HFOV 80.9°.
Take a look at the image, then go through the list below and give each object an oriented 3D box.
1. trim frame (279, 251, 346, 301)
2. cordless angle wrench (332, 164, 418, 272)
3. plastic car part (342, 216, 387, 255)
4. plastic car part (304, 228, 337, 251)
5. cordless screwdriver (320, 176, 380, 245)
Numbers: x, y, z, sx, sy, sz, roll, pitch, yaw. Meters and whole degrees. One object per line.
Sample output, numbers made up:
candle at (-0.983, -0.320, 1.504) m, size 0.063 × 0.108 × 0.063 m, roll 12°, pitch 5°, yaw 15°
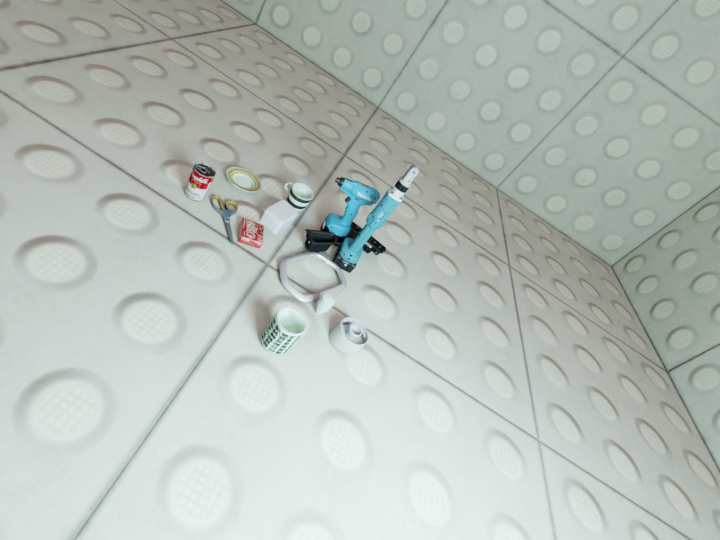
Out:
trim frame at (-0.145, 0.020, 1.302) m, size 0.239 × 0.027 × 0.191 m, roll -15°, pitch 58°, yaw -48°
cordless angle wrench at (0.049, -0.162, 1.331) m, size 0.073 × 0.424 × 0.099 m, roll 32°, pitch 35°, yaw -12°
plastic car part at (-0.002, -0.121, 1.555) m, size 0.207 × 0.067 × 0.065 m, roll 43°, pitch 35°, yaw 11°
plastic car part at (-0.137, -0.090, 1.400) m, size 0.111 × 0.071 × 0.069 m, roll 5°, pitch 46°, yaw -38°
cordless screwdriver at (-0.064, -0.203, 1.440) m, size 0.153 × 0.250 × 0.077 m, roll 23°, pitch 38°, yaw -21°
